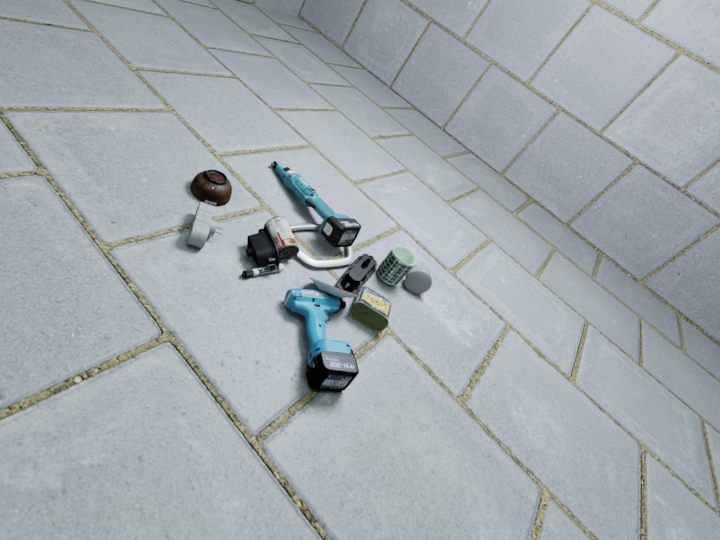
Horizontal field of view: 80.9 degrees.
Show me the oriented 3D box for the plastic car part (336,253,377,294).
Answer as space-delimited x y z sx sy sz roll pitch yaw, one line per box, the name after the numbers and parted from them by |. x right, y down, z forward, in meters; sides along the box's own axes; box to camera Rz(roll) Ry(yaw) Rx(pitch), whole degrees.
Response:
0.000 0.003 1.195 0.066 0.068 0.200 43 37 -1 | plastic car part

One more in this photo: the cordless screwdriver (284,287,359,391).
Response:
-0.071 0.144 0.950 0.152 0.074 0.261 9 37 -32 | cordless screwdriver

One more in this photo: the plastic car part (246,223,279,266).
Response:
-0.251 -0.054 1.055 0.069 0.064 0.123 -10 42 -21 | plastic car part

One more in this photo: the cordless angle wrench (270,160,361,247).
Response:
-0.162 -0.230 1.326 0.093 0.074 0.445 -4 41 -44 | cordless angle wrench

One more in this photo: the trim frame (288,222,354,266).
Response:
-0.120 -0.078 1.227 0.238 0.027 0.192 -8 52 -42 | trim frame
